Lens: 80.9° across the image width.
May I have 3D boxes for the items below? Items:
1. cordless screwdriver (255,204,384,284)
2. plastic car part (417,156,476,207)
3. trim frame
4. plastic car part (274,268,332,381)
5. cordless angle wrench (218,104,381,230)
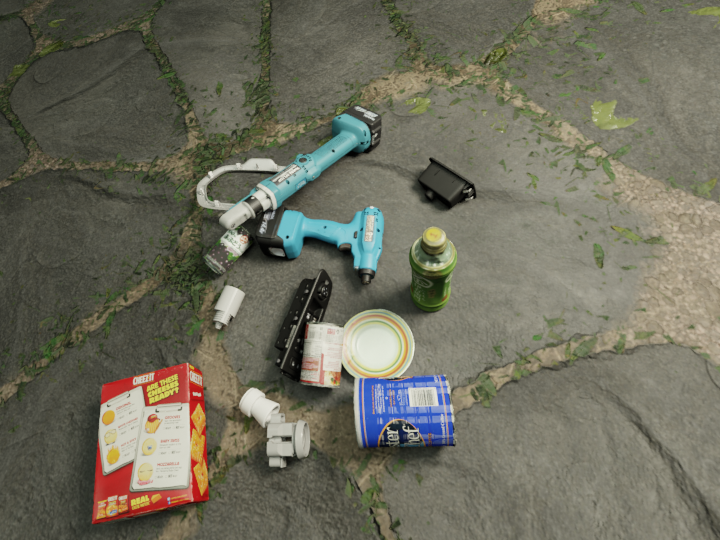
[{"bbox_3d":[-0.082,-0.054,0.839,0.253,0.071,0.162,3,61,9],"label":"cordless screwdriver"},{"bbox_3d":[0.167,-0.170,0.861,0.122,0.063,0.071,40,90,29],"label":"plastic car part"},{"bbox_3d":[-0.257,-0.196,0.955,0.256,0.026,0.186,4,46,17],"label":"trim frame"},{"bbox_3d":[-0.107,0.093,0.777,0.070,0.063,0.204,4,62,40],"label":"plastic car part"},{"bbox_3d":[-0.118,-0.210,0.878,0.102,0.072,0.418,34,61,25],"label":"cordless angle wrench"}]
